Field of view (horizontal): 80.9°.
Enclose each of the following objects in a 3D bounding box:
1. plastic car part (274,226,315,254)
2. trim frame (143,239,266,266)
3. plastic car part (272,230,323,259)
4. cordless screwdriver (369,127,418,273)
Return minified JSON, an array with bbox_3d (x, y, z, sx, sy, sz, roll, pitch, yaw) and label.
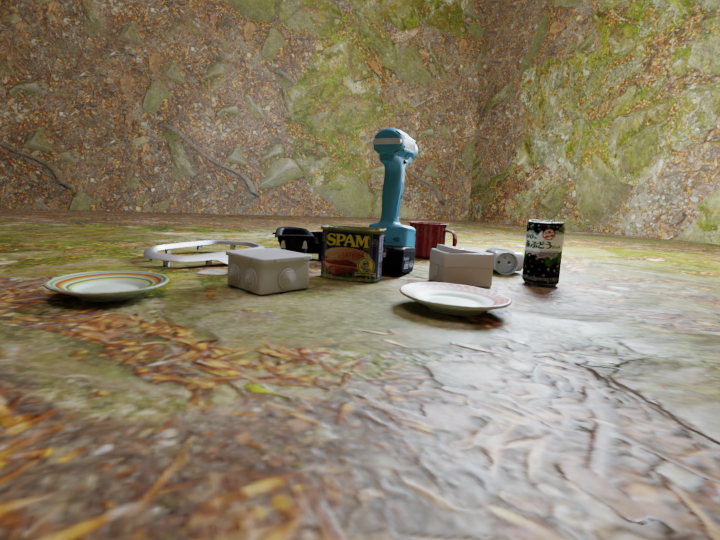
[{"bbox_3d":[-0.121,-0.038,0.750,0.065,0.070,0.119,1,9,-11],"label":"plastic car part"},{"bbox_3d":[-0.296,-0.036,0.818,0.193,0.027,0.238,9,11,34],"label":"trim frame"},{"bbox_3d":[-0.085,-0.056,0.874,0.210,0.066,0.064,6,9,21],"label":"plastic car part"},{"bbox_3d":[0.066,-0.123,0.766,0.077,0.247,0.154,6,8,23],"label":"cordless screwdriver"}]
